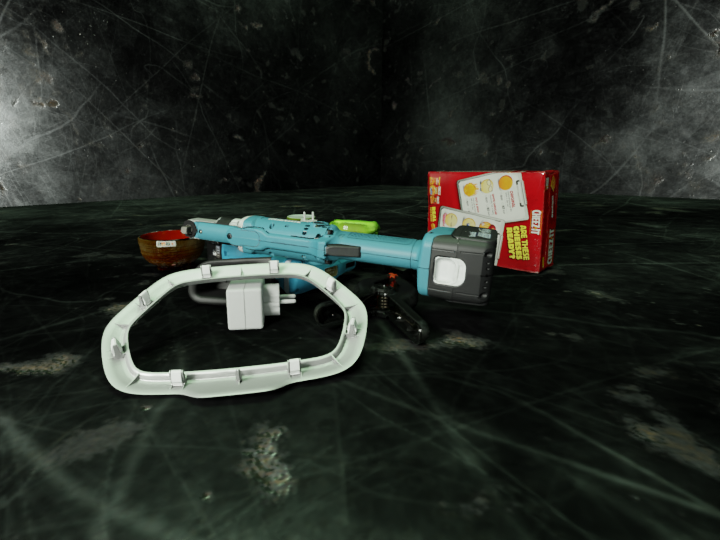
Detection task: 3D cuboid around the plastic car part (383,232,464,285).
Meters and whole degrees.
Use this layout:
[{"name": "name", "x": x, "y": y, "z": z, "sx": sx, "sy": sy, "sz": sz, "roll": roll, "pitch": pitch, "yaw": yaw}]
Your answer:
[{"name": "plastic car part", "x": 0.091, "y": -0.008, "z": 0.629, "sx": 0.065, "sy": 0.065, "sz": 0.214, "roll": -21, "pitch": 23, "yaw": -33}]

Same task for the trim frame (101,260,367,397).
[{"name": "trim frame", "x": -0.116, "y": 0.046, "z": 0.405, "sx": 0.245, "sy": 0.027, "sz": 0.192, "roll": -3, "pitch": 37, "yaw": -8}]

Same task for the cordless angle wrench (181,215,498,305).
[{"name": "cordless angle wrench", "x": -0.054, "y": -0.035, "z": 0.548, "sx": 0.439, "sy": 0.073, "sz": 0.096, "roll": 9, "pitch": 16, "yaw": 22}]

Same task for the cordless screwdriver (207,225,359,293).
[{"name": "cordless screwdriver", "x": -0.134, "y": -0.027, "z": 0.705, "sx": 0.262, "sy": 0.073, "sz": 0.153, "roll": 15, "pitch": 20, "yaw": 38}]

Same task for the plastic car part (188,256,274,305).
[{"name": "plastic car part", "x": -0.165, "y": 0.014, "z": 0.575, "sx": 0.119, "sy": 0.066, "sz": 0.069, "roll": 0, "pitch": 2, "yaw": 13}]
